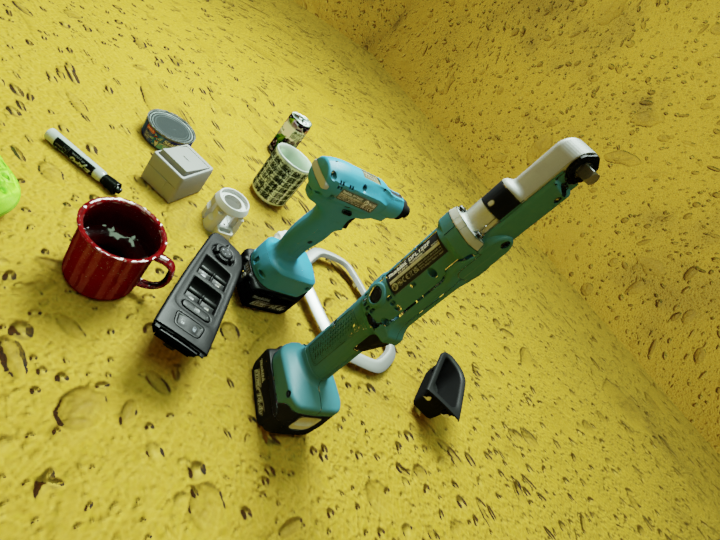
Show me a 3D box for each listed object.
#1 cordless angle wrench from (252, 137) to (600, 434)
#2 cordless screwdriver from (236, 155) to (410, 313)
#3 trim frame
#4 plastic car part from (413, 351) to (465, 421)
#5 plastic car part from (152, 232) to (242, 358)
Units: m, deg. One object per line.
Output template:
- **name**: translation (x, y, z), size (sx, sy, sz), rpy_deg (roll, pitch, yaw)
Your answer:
- **cordless angle wrench**: translation (0.033, 0.033, 0.421), size (0.070, 0.427, 0.102), rpy_deg (22, 38, -37)
- **cordless screwdriver**: translation (-0.057, -0.037, 0.584), size (0.151, 0.251, 0.078), rpy_deg (17, 40, -40)
- **trim frame**: translation (-0.025, 0.061, 0.725), size (0.175, 0.028, 0.259), rpy_deg (4, 47, -49)
- **plastic car part**: translation (0.122, 0.194, 0.686), size (0.066, 0.071, 0.115), rpy_deg (45, 29, 0)
- **plastic car part**: translation (-0.195, 0.028, 0.518), size (0.064, 0.068, 0.208), rpy_deg (34, 30, -19)
